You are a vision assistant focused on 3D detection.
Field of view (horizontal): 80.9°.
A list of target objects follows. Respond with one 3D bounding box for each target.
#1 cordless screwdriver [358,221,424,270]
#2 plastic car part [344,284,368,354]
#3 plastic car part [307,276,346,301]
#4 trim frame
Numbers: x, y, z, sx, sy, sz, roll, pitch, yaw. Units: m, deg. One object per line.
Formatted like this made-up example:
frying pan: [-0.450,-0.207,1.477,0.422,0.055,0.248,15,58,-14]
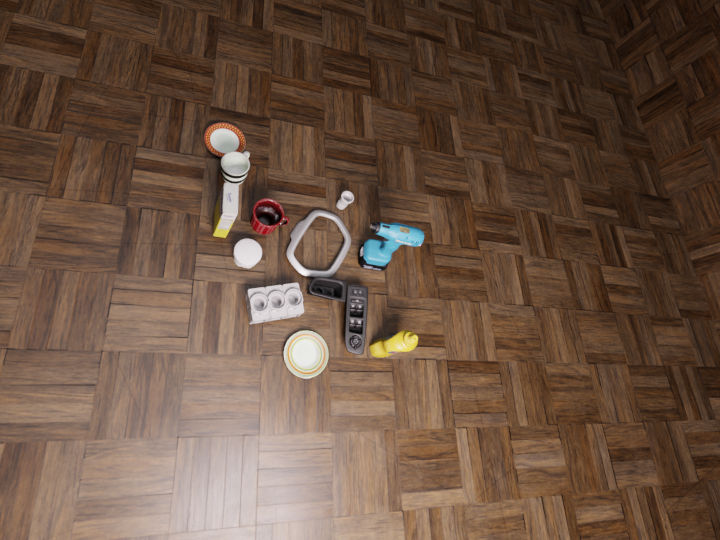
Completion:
cordless screwdriver: [0.060,-0.078,1.276,0.154,0.252,0.076,13,68,-19]
plastic car part: [-0.020,0.148,1.259,0.064,0.068,0.207,9,66,-20]
plastic car part: [-0.108,0.059,1.260,0.113,0.072,0.067,12,67,-17]
trim frame: [-0.131,-0.085,1.336,0.182,0.028,0.249,32,62,-6]
